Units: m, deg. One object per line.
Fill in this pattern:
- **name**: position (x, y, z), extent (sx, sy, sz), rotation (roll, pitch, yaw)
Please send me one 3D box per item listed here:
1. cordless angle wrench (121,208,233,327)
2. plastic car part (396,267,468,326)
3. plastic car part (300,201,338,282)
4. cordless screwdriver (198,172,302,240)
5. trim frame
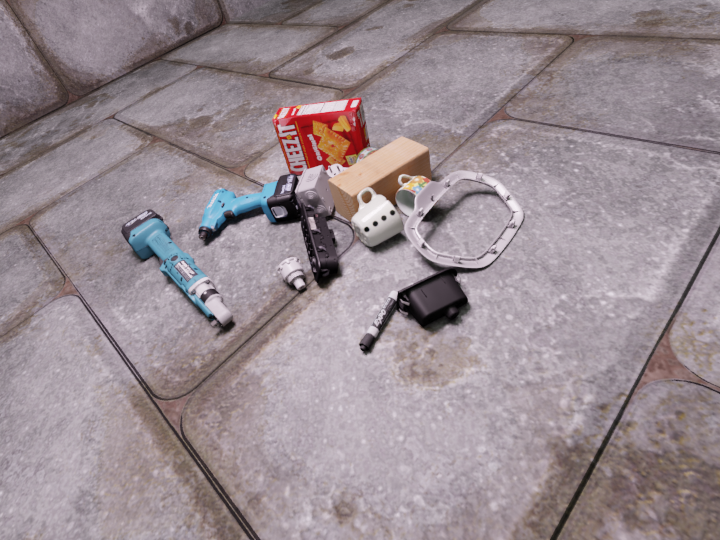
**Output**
- **cordless angle wrench**: position (-0.388, -0.008, 0.903), extent (0.097, 0.071, 0.448), rotation (-40, 49, -21)
- **plastic car part**: position (0.124, 0.049, 0.681), extent (0.115, 0.063, 0.074), rotation (-23, 59, -9)
- **plastic car part**: position (-0.083, -0.055, 0.853), extent (0.065, 0.065, 0.211), rotation (3, 40, -16)
- **cordless screwdriver**: position (-0.258, -0.142, 0.987), extent (0.256, 0.071, 0.162), rotation (-6, 46, 19)
- **trim frame**: position (0.193, -0.103, 0.790), extent (0.192, 0.027, 0.246), rotation (34, 65, 22)
